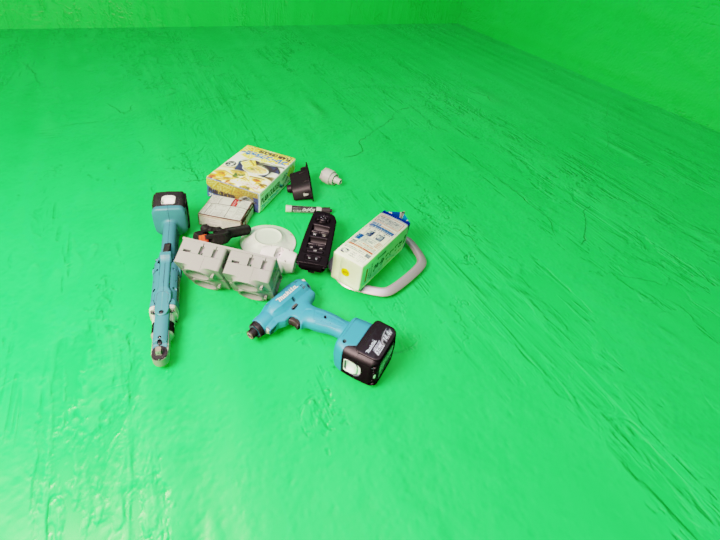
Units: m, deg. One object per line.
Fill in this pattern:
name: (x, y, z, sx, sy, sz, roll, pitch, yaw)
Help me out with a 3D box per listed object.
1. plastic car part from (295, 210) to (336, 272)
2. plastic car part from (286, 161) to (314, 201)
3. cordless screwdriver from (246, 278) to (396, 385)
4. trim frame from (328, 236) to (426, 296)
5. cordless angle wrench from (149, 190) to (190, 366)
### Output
plastic car part: (-0.094, -0.061, 0.958, 0.067, 0.065, 0.207, 3, 45, 5)
plastic car part: (-0.168, -0.234, 1.160, 0.071, 0.063, 0.121, -10, 45, 2)
cordless screwdriver: (-0.072, 0.116, 0.761, 0.260, 0.072, 0.156, 25, 45, 26)
trim frame: (0.040, -0.023, 0.965, 0.193, 0.027, 0.243, 33, 50, 26)
cordless angle wrench: (-0.388, 0.001, 0.849, 0.073, 0.096, 0.442, -5, 47, -16)
